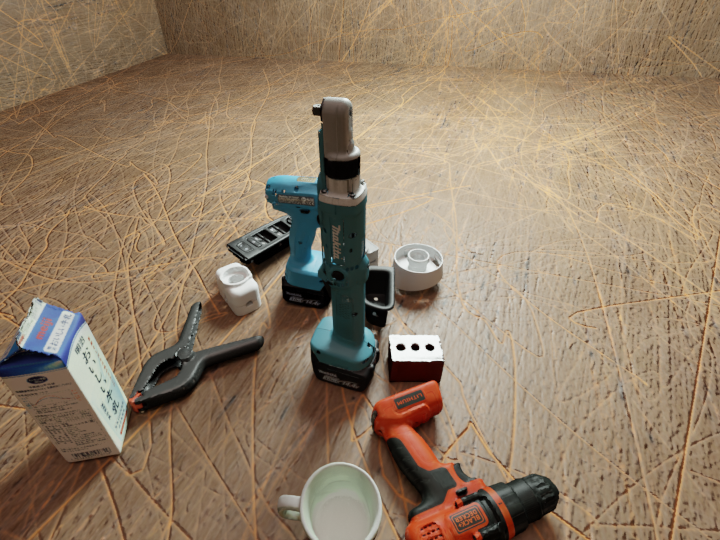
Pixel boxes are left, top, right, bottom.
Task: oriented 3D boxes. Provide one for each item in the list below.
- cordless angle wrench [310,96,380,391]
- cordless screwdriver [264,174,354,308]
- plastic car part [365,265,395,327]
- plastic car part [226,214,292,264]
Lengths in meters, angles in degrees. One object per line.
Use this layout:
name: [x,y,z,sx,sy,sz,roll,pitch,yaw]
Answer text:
cordless angle wrench: [-0.022,-0.008,0.544,0.101,0.409,0.074,13,39,16]
cordless screwdriver: [-0.072,-0.047,0.732,0.163,0.241,0.075,8,38,11]
plastic car part: [0.027,0.052,0.738,0.066,0.068,0.119,0,38,3]
plastic car part: [-0.186,-0.064,0.905,0.070,0.065,0.199,24,46,30]
